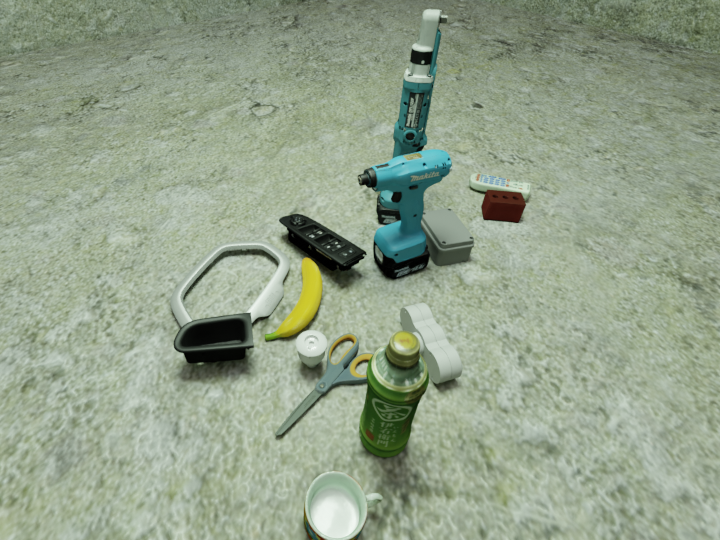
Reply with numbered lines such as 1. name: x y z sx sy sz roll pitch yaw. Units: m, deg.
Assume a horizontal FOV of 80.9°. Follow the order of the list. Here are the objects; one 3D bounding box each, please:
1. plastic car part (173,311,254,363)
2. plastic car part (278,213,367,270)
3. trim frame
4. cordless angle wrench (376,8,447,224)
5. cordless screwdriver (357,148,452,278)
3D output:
1. plastic car part: -0.225 0.116 0.661 0.115 0.069 0.069 -7 45 -9
2. plastic car part: -0.082 -0.054 0.841 0.065 0.065 0.214 -32 53 -31
3. trim frame: -0.235 0.027 0.783 0.190 0.027 0.249 16 46 15
4. cordless angle wrench: 0.098 -0.270 0.819 0.099 0.410 0.076 8 44 2
5. cordless screwdriver: 0.063 -0.094 0.757 0.156 0.241 0.078 -14 47 -18
